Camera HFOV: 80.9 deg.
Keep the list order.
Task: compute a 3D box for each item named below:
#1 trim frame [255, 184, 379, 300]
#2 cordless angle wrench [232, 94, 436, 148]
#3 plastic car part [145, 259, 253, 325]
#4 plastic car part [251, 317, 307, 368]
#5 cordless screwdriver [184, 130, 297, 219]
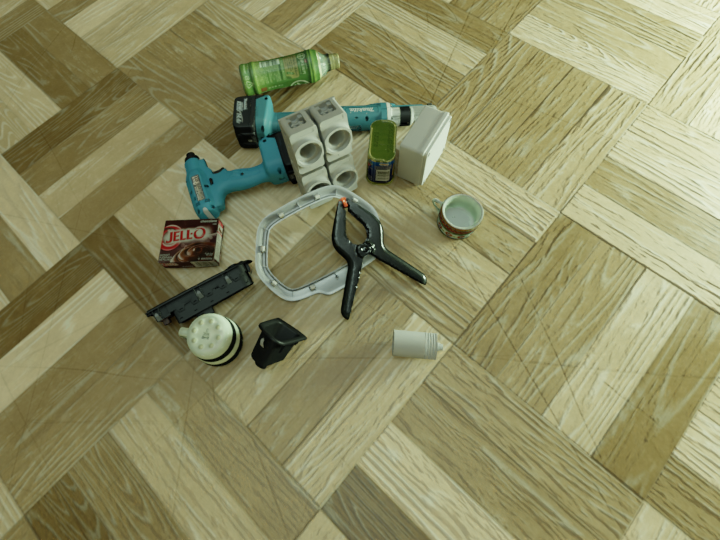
[{"bbox_3d":[-0.076,-0.049,0.774,0.246,0.028,0.183,-28,92,-10],"label":"trim frame"},{"bbox_3d":[-0.051,-0.320,0.890,0.424,0.072,0.100,-2,68,1],"label":"cordless angle wrench"},{"bbox_3d":[-0.276,0.044,0.760,0.201,0.065,0.068,-33,81,-9],"label":"plastic car part"},{"bbox_3d":[-0.146,0.126,0.696,0.068,0.113,0.071,30,96,12],"label":"plastic car part"},{"bbox_3d":[-0.236,-0.214,0.859,0.248,0.072,0.165,-23,68,-1],"label":"cordless screwdriver"}]
